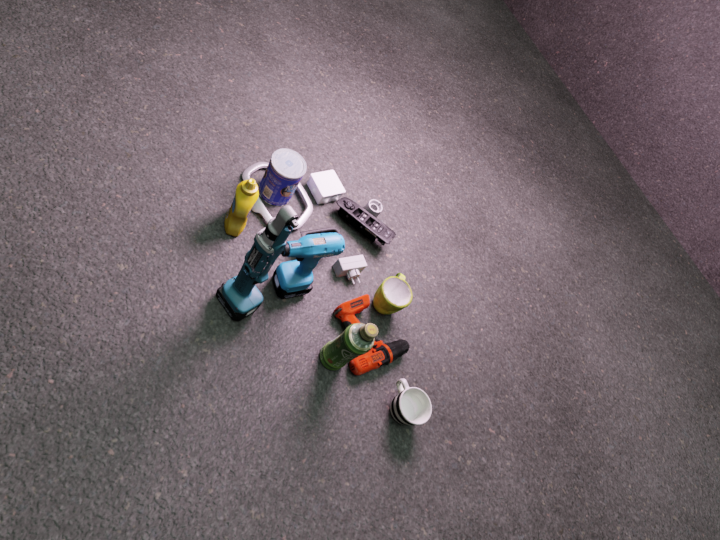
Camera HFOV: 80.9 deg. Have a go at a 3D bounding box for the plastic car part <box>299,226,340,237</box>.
[{"bbox_3d":[-0.116,-0.076,1.184,0.112,0.071,0.068,-13,70,-31],"label":"plastic car part"}]

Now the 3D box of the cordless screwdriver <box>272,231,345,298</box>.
[{"bbox_3d":[-0.155,-0.010,1.014,0.153,0.251,0.076,-7,68,-31],"label":"cordless screwdriver"}]

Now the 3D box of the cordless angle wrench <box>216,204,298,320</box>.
[{"bbox_3d":[-0.214,-0.012,0.878,0.072,0.426,0.099,-31,82,-37],"label":"cordless angle wrench"}]

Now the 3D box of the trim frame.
[{"bbox_3d":[-0.245,-0.222,1.239,0.178,0.028,0.255,-22,72,-33],"label":"trim frame"}]

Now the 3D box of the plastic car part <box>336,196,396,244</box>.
[{"bbox_3d":[0.008,-0.147,1.286,0.204,0.067,0.066,41,53,2],"label":"plastic car part"}]
